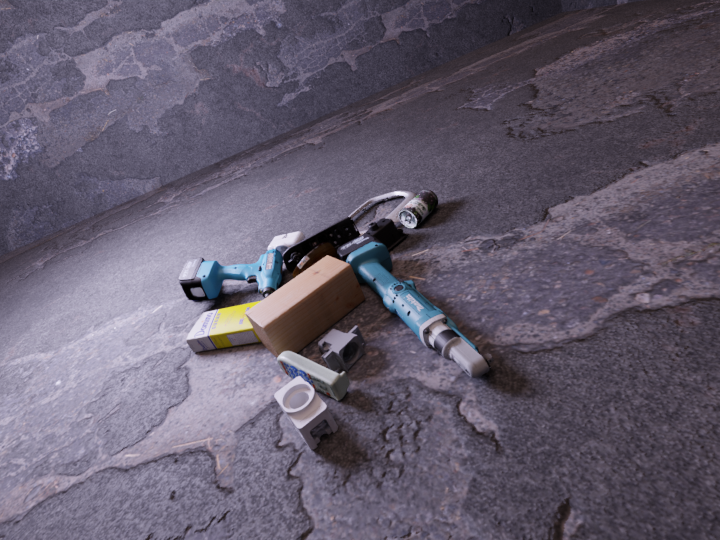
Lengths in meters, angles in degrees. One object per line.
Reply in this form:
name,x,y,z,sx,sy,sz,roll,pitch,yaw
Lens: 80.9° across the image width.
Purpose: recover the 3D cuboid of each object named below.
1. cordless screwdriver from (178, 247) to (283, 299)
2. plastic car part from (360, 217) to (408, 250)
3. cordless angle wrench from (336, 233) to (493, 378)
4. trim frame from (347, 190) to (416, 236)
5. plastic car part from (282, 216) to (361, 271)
cordless screwdriver,-0.314,0.026,1.034,0.251,0.071,0.164,-8,40,5
plastic car part,0.044,-0.082,0.982,0.114,0.068,0.069,-36,28,-28
cordless angle wrench,0.076,0.050,0.752,0.097,0.071,0.444,-29,32,-10
trim frame,0.043,-0.150,1.129,0.194,0.026,0.245,5,38,45
plastic car part,-0.103,-0.067,1.053,0.204,0.064,0.069,-28,22,6
